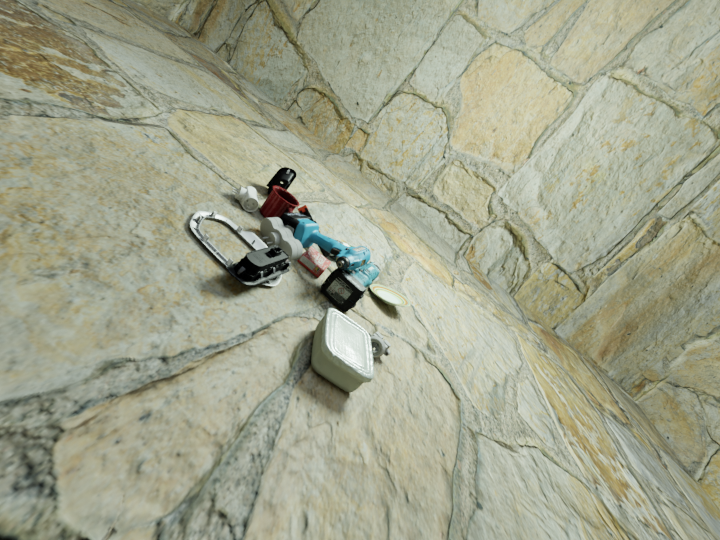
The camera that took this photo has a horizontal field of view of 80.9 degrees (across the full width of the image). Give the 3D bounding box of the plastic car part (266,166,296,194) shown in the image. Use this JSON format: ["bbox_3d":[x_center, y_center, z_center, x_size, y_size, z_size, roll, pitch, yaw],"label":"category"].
[{"bbox_3d":[-0.262,-0.277,1.369,0.064,0.118,0.072,35,43,-17],"label":"plastic car part"}]

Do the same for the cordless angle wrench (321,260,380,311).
[{"bbox_3d":[0.003,0.020,1.220,0.100,0.074,0.414,40,16,6],"label":"cordless angle wrench"}]

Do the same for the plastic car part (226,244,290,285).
[{"bbox_3d":[-0.197,-0.016,0.874,0.067,0.068,0.199,48,22,3],"label":"plastic car part"}]

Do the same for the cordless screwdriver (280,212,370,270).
[{"bbox_3d":[-0.106,-0.070,1.088,0.258,0.074,0.154,26,18,20],"label":"cordless screwdriver"}]

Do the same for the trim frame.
[{"bbox_3d":[-0.273,-0.054,0.940,0.255,0.027,0.179,41,18,11],"label":"trim frame"}]
